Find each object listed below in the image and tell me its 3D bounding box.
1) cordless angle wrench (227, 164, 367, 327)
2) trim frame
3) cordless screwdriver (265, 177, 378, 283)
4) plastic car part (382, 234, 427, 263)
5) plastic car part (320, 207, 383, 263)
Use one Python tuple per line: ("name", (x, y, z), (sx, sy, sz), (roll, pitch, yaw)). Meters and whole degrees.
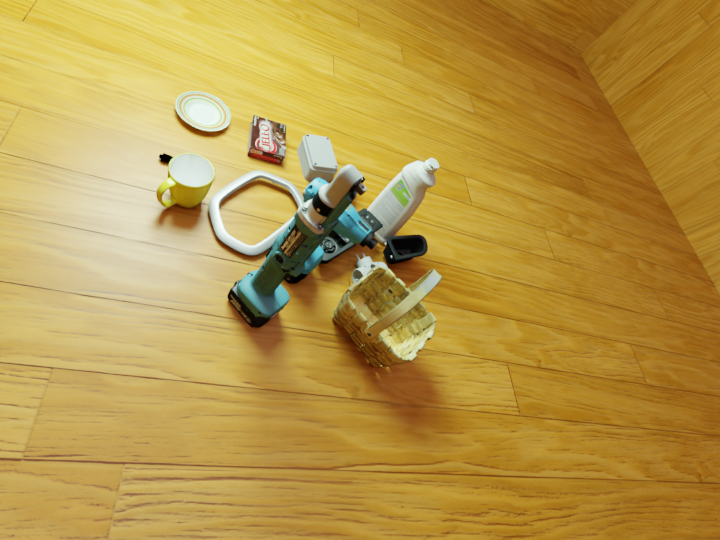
("cordless angle wrench", (-0.111, -0.028, 0.678), (0.099, 0.427, 0.073), (50, 49, 3))
("trim frame", (-0.225, -0.132, 0.947), (0.185, 0.028, 0.246), (42, 49, 2))
("cordless screwdriver", (-0.081, -0.053, 0.826), (0.160, 0.251, 0.073), (45, 49, 0))
("plastic car part", (0.104, -0.046, 1.041), (0.112, 0.071, 0.068), (-7, 65, -33))
("plastic car part", (-0.040, -0.074, 0.983), (0.067, 0.068, 0.198), (50, 50, 5))
